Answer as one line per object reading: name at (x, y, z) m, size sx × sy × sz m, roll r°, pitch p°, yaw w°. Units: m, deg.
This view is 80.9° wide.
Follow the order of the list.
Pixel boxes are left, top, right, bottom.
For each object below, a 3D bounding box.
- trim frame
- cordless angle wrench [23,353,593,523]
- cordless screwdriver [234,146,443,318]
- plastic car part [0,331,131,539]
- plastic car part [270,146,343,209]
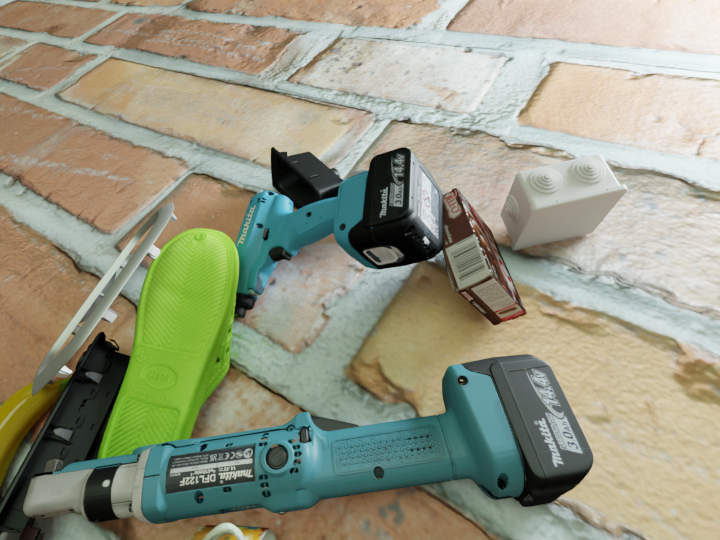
trim frame at (-0.279, 0.021, 0.473) m, size 0.191 × 0.026 × 0.251 m, roll -14°, pitch 48°, yaw 46°
cordless angle wrench at (-0.058, 0.151, 0.332) m, size 0.424 × 0.071 × 0.102 m, roll -10°, pitch 51°, yaw 2°
cordless screwdriver at (-0.044, -0.029, 0.448) m, size 0.259 × 0.070 × 0.162 m, roll -7°, pitch 60°, yaw 36°
plastic car part at (-0.275, 0.155, 0.406) m, size 0.066 × 0.066 × 0.208 m, roll 13°, pitch 54°, yaw -13°
plastic car part at (-0.066, -0.124, 0.580) m, size 0.069 × 0.064 × 0.123 m, roll -30°, pitch 54°, yaw -29°
